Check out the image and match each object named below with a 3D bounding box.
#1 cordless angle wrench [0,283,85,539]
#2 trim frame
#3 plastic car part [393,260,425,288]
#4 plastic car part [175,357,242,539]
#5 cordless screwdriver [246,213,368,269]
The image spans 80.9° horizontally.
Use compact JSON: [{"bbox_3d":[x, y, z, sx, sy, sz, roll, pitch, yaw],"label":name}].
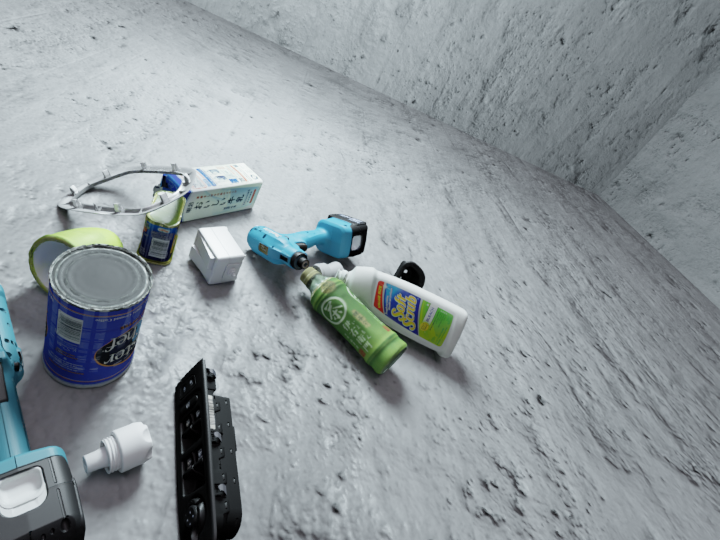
[{"bbox_3d":[-0.385,0.099,0.440,0.071,0.097,0.445,-8,43,-44],"label":"cordless angle wrench"},{"bbox_3d":[-0.389,-0.139,0.708,0.258,0.026,0.184,9,42,22],"label":"trim frame"},{"bbox_3d":[0.083,0.031,0.858,0.065,0.116,0.072,23,9,-11],"label":"plastic car part"},{"bbox_3d":[-0.171,0.206,0.472,0.063,0.067,0.213,38,20,-40],"label":"plastic car part"},{"bbox_3d":[-0.082,-0.053,0.837,0.238,0.073,0.168,-12,28,-43],"label":"cordless screwdriver"}]
